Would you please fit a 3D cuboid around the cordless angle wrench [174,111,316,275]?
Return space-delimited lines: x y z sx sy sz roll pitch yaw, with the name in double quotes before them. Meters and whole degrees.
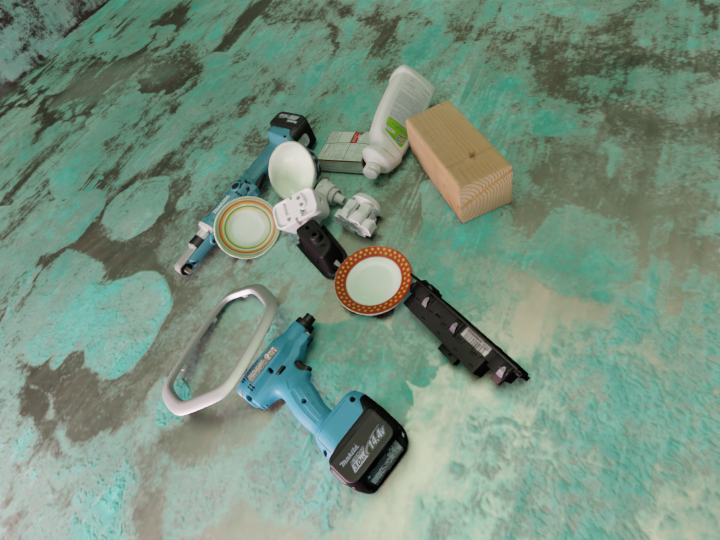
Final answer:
"cordless angle wrench" -0.252 -0.165 0.905 0.103 0.070 0.422 23 70 32

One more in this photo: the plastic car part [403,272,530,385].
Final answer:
"plastic car part" 0.131 0.084 0.586 0.067 0.063 0.214 -51 51 15

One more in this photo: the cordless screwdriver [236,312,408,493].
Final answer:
"cordless screwdriver" -0.048 0.168 0.589 0.263 0.070 0.159 25 68 37

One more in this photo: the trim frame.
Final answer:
"trim frame" -0.228 0.120 0.693 0.192 0.026 0.250 -4 48 35

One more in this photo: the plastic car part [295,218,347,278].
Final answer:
"plastic car part" -0.073 -0.048 0.748 0.066 0.067 0.123 -38 49 -6
